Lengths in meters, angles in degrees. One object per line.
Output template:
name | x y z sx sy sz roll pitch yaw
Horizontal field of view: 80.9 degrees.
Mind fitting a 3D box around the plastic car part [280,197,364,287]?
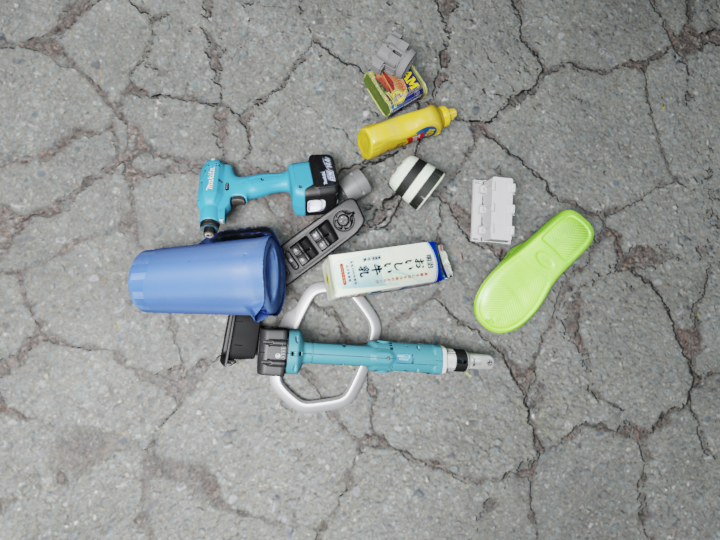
plastic car part | -0.075 -0.049 0.768 0.205 0.064 0.068 -37 75 14

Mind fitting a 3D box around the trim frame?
trim frame | -0.067 0.141 0.783 0.183 0.028 0.249 23 85 -4

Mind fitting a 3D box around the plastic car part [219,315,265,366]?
plastic car part | -0.208 0.113 0.761 0.068 0.068 0.117 15 80 -22

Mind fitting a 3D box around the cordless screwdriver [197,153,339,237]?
cordless screwdriver | -0.163 -0.130 0.750 0.247 0.072 0.164 -3 56 -4

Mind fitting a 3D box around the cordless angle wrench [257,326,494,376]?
cordless angle wrench | 0.034 0.149 0.738 0.417 0.098 0.075 5 83 -8
